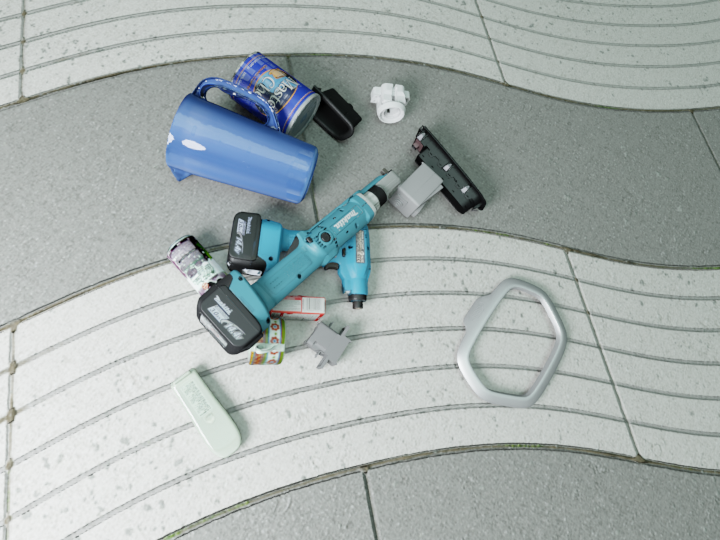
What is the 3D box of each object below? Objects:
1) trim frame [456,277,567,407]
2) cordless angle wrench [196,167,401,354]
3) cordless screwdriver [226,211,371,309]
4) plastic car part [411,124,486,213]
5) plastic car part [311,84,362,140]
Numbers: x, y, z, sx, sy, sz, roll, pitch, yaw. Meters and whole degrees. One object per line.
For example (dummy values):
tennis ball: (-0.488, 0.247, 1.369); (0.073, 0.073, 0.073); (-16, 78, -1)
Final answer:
trim frame: (0.276, 0.128, 0.769); (0.185, 0.027, 0.247); (39, 71, 2)
cordless angle wrench: (-0.066, -0.043, 0.671); (0.099, 0.075, 0.418); (45, 62, 2)
cordless screwdriver: (-0.101, -0.016, 0.723); (0.243, 0.075, 0.162); (3, 72, -14)
plastic car part: (0.167, -0.189, 0.835); (0.067, 0.066, 0.206); (-41, 83, -11)
plastic car part: (-0.046, -0.317, 0.844); (0.117, 0.066, 0.070); (42, 55, 0)
